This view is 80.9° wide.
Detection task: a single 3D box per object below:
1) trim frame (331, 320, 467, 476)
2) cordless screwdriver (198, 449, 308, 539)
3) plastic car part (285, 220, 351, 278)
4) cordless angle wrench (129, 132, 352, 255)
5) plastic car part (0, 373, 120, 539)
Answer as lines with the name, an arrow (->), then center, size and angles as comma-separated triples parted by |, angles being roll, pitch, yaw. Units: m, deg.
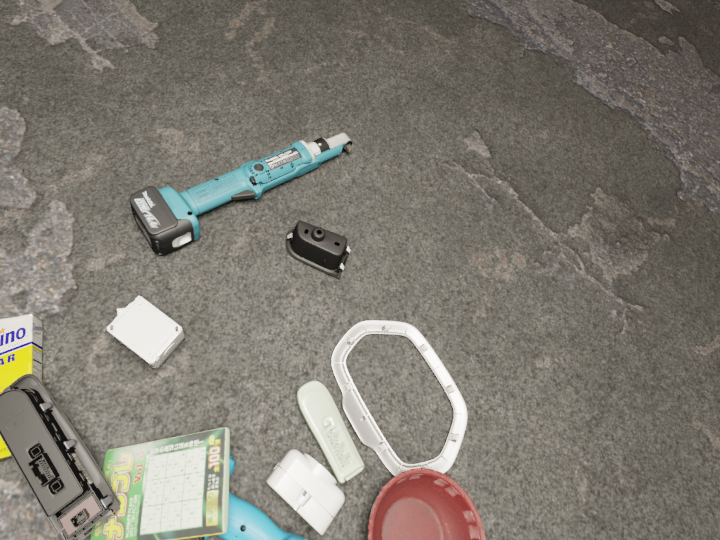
trim frame -> 0.061, 0.190, 0.654 | 0.180, 0.027, 0.255 | -25, 74, -21
cordless screwdriver -> -0.149, 0.338, 0.500 | 0.257, 0.072, 0.158 | 34, 65, 16
plastic car part -> -0.070, -0.046, 0.715 | 0.116, 0.071, 0.066 | 24, 61, -5
cordless angle wrench -> -0.184, -0.165, 0.751 | 0.414, 0.074, 0.100 | -32, 77, -26
plastic car part -> -0.365, 0.213, 0.486 | 0.065, 0.066, 0.208 | -37, 76, -18
